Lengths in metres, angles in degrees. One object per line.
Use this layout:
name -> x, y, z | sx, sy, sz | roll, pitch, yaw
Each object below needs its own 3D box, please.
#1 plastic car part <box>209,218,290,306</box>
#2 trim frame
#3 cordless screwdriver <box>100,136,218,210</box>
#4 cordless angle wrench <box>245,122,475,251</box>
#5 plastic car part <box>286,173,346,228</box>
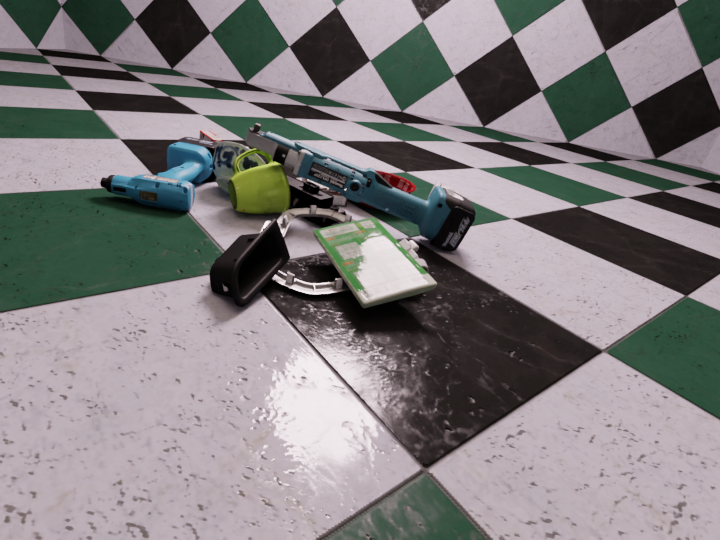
plastic car part -> -0.154, -0.010, 0.548 | 0.074, 0.063, 0.116 | 5, 39, 31
trim frame -> -0.065, -0.042, 0.661 | 0.185, 0.027, 0.253 | 8, 35, 1
cordless screwdriver -> -0.375, -0.195, 0.827 | 0.159, 0.073, 0.255 | 8, 31, -4
cordless angle wrench -> -0.007, -0.158, 0.759 | 0.420, 0.097, 0.075 | 22, 26, -4
plastic car part -> -0.115, -0.144, 0.832 | 0.214, 0.065, 0.064 | 27, 38, 34
